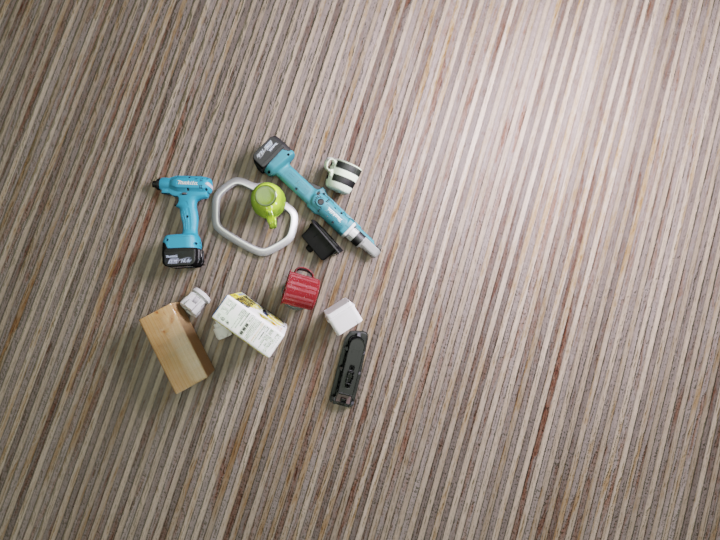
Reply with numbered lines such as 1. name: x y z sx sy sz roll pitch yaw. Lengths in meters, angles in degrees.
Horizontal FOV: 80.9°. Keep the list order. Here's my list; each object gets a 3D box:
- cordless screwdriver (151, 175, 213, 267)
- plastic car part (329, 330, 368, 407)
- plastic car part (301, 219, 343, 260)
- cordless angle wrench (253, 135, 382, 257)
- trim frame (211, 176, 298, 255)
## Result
1. cordless screwdriver: -0.483 -0.131 1.121 0.160 0.073 0.251 2 82 2
2. plastic car part: -0.028 0.257 1.109 0.067 0.066 0.204 13 82 3
3. plastic car part: -0.111 -0.073 1.136 0.118 0.065 0.071 45 99 4
4. cordless angle wrench: -0.109 -0.184 1.138 0.422 0.074 0.098 43 85 0
5. trim frame: -0.289 -0.148 1.150 0.250 0.027 0.184 29 86 3
